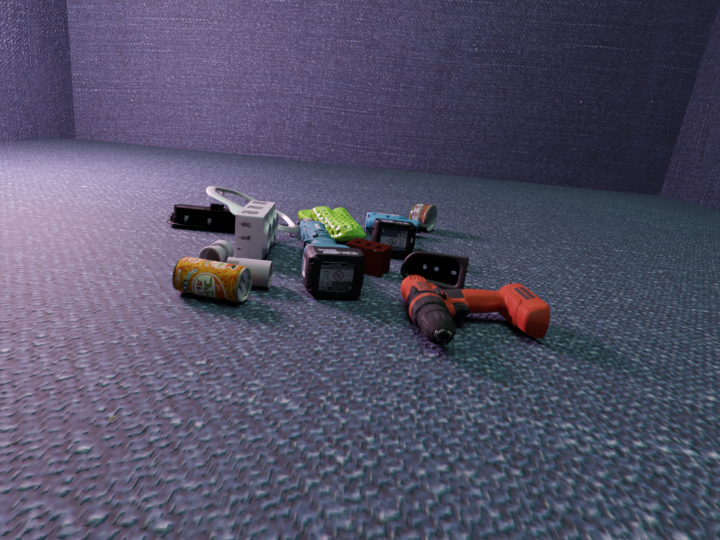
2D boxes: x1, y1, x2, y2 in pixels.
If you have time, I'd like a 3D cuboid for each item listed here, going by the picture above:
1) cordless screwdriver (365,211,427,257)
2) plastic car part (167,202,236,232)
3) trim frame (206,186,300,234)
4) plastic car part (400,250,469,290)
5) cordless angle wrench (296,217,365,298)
[{"bbox_3d":[0.094,-0.094,1.015,0.160,0.073,0.251,6,15,0],"label":"cordless screwdriver"},{"bbox_3d":[-0.360,-0.126,1.005,0.203,0.065,0.068,2,24,-1],"label":"plastic car part"},{"bbox_3d":[-0.261,-0.147,1.033,0.247,0.027,0.186,27,13,-4],"label":"trim frame"},{"bbox_3d":[0.142,-0.001,0.787,0.122,0.066,0.068,12,3,28],"label":"plastic car part"},{"bbox_3d":[-0.084,-0.055,0.859,0.096,0.073,0.437,2,17,-14],"label":"cordless angle wrench"}]
